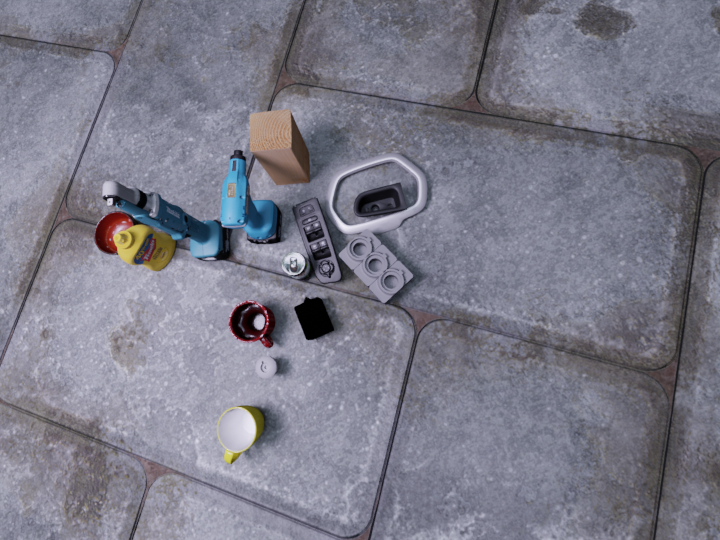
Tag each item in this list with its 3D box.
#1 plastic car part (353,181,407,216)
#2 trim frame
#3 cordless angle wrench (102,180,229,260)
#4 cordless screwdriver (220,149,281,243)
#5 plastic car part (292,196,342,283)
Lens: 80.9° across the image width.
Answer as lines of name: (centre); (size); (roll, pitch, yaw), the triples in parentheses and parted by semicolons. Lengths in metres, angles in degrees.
plastic car part: (0.042, -0.151, 0.978); (0.118, 0.069, 0.067); (-12, 79, 6)
trim frame: (0.034, -0.180, 1.007); (0.250, 0.027, 0.188); (-18, 76, 5)
cordless angle wrench: (-0.379, -0.100, 0.862); (0.075, 0.413, 0.099); (-5, 81, 4)
cordless screwdriver: (-0.240, -0.149, 0.936); (0.075, 0.243, 0.161); (-1, 80, 5)
plastic car part: (-0.096, -0.063, 0.985); (0.067, 0.065, 0.207); (-20, 76, 3)
